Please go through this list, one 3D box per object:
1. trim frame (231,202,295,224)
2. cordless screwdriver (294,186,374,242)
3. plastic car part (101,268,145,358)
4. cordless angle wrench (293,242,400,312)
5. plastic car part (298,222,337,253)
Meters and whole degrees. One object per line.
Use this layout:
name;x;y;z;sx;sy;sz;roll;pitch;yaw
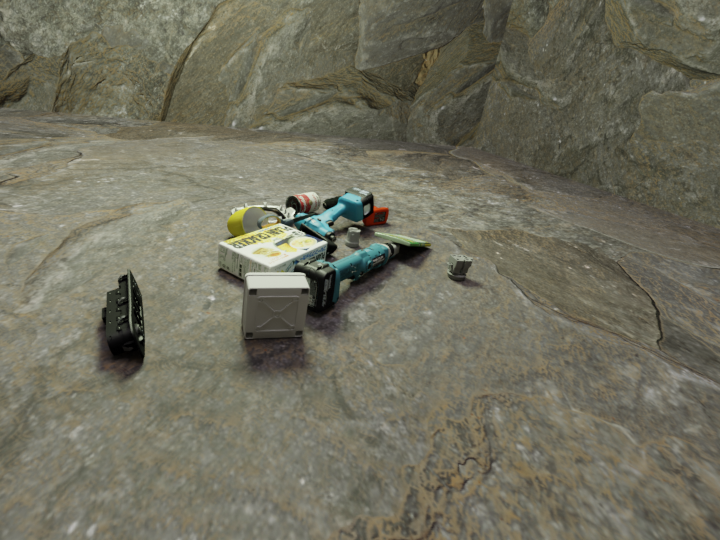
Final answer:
trim frame;-0.293;-0.175;1.279;0.179;0.027;0.260;-5;19;-20
cordless screwdriver;-0.056;-0.159;1.249;0.243;0.072;0.168;-31;43;-31
plastic car part;-0.396;0.074;0.707;0.065;0.064;0.215;-16;33;-26
cordless angle wrench;-0.003;-0.015;0.989;0.078;0.096;0.410;18;23;26
plastic car part;-0.109;-0.071;1.117;0.123;0.065;0.067;31;17;34
